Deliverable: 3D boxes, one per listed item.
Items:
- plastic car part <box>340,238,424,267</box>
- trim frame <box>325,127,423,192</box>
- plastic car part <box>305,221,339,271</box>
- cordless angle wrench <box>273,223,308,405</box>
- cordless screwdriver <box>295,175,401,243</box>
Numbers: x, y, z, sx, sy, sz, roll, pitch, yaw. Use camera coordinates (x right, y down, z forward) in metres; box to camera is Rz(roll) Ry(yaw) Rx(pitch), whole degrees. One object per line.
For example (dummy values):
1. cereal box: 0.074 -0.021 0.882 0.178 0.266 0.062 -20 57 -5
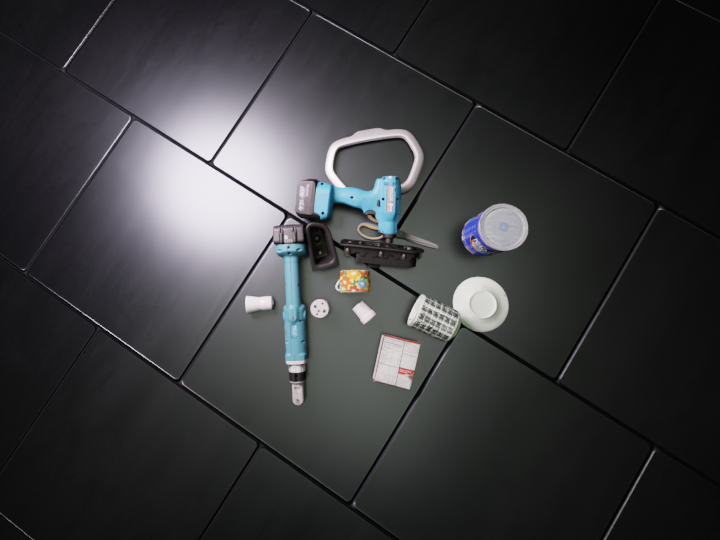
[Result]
1. plastic car part: 0.052 -0.039 1.019 0.204 0.066 0.067 2 95 3
2. trim frame: 0.035 -0.271 1.066 0.250 0.027 0.185 -10 84 4
3. plastic car part: -0.100 -0.066 1.025 0.065 0.073 0.115 -14 102 -9
4. cordless angle wrench: -0.156 0.104 1.003 0.075 0.097 0.424 -3 87 3
5. cordless screwdriver: -0.030 -0.146 1.019 0.252 0.073 0.158 2 94 8
